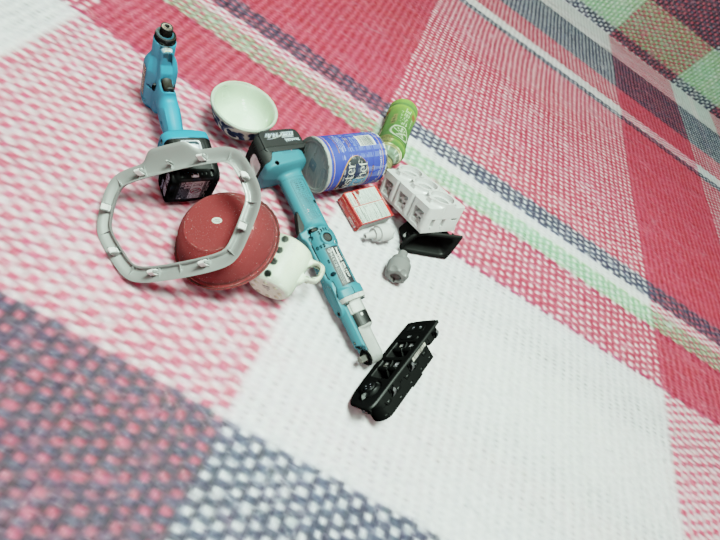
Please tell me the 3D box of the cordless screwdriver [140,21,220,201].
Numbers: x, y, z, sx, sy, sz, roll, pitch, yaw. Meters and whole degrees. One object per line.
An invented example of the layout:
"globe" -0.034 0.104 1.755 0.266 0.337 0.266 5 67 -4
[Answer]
"cordless screwdriver" -0.287 -0.240 0.655 0.071 0.161 0.255 -10 70 -34

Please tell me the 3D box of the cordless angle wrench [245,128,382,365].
"cordless angle wrench" -0.069 -0.045 0.709 0.094 0.075 0.433 -17 72 -35

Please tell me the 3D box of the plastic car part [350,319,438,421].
"plastic car part" 0.059 0.157 0.660 0.199 0.069 0.065 -38 111 -40

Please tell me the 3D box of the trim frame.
"trim frame" -0.250 -0.080 0.568 0.253 0.026 0.187 -9 79 14

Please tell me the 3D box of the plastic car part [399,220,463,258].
"plastic car part" 0.128 -0.072 0.838 0.113 0.065 0.074 9 44 -20
